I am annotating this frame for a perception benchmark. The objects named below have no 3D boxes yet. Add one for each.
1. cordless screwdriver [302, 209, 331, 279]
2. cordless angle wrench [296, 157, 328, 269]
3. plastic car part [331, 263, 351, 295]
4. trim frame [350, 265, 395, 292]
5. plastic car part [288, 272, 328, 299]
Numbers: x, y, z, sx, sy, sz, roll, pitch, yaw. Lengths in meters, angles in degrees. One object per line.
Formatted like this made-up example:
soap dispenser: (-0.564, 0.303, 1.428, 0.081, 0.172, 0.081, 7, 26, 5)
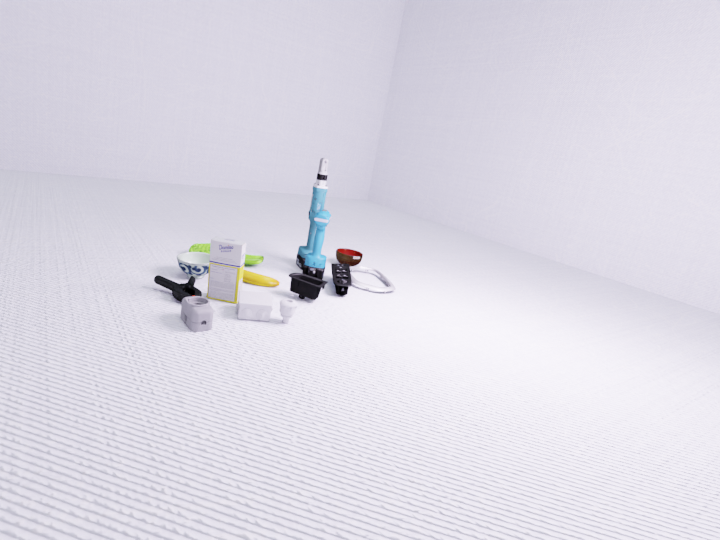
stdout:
cordless screwdriver: (-0.149, -0.097, 1.523, 0.075, 0.246, 0.160, 11, 14, 0)
cordless angle wrench: (-0.169, -0.211, 1.591, 0.072, 0.418, 0.103, 5, 15, -25)
plastic car part: (-0.069, 0.032, 1.451, 0.066, 0.066, 0.207, 8, 16, -8)
trim frame: (0.034, 0.030, 1.587, 0.179, 0.027, 0.258, 4, 17, -18)
plastic car part: (-0.168, 0.055, 1.306, 0.120, 0.070, 0.065, 15, 15, 16)
